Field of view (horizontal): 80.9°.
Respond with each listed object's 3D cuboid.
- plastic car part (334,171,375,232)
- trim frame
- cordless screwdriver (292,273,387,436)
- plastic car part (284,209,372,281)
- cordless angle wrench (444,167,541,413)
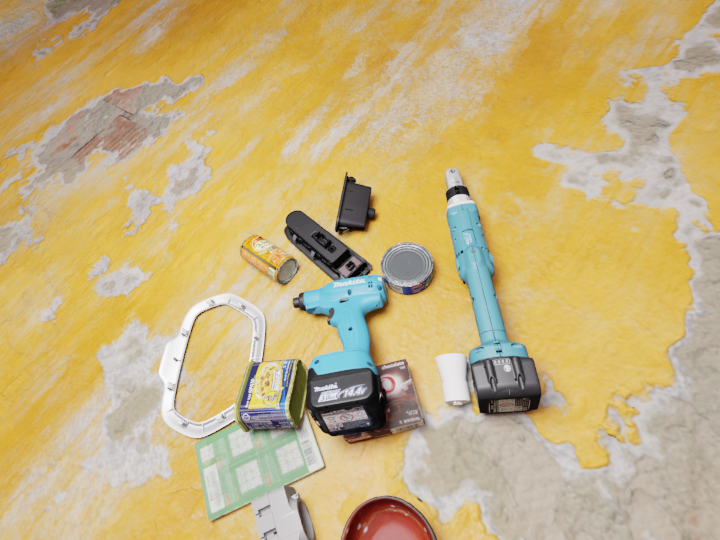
[{"bbox_3d":[-0.007,-0.118,0.799,0.071,0.064,0.119,6,63,2],"label":"plastic car part"},{"bbox_3d":[-0.254,0.150,0.720,0.188,0.026,0.255,-6,59,15],"label":"trim frame"},{"bbox_3d":[-0.039,0.108,0.625,0.162,0.071,0.255,-11,39,13],"label":"cordless screwdriver"},{"bbox_3d":[-0.076,-0.049,0.773,0.066,0.063,0.214,-47,55,-7],"label":"plastic car part"},{"bbox_3d":[0.177,-0.008,0.654,0.076,0.093,0.436,-11,53,12],"label":"cordless angle wrench"}]
